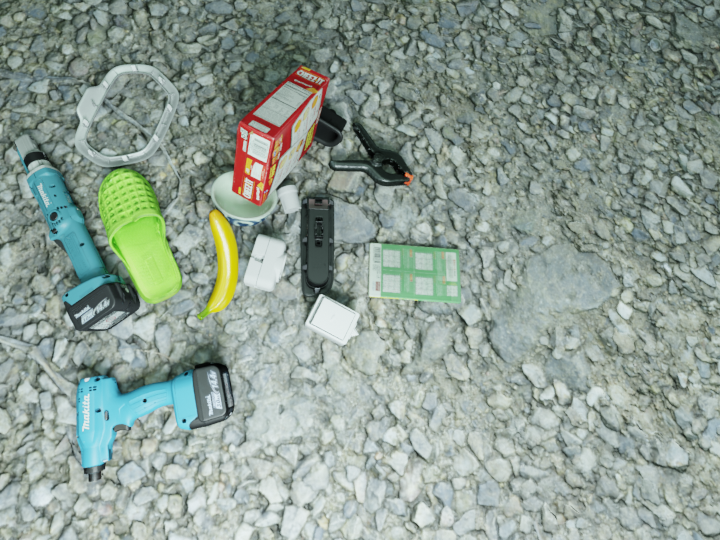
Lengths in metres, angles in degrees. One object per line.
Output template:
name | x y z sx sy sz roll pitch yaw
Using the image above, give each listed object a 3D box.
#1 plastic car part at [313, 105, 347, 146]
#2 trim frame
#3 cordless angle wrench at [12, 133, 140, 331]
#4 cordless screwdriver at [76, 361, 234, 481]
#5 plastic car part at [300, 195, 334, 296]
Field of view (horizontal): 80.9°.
plastic car part | -0.080 -0.312 0.880 0.116 0.066 0.071 28 60 -1
trim frame | -0.481 -0.323 0.867 0.185 0.027 0.250 16 75 1
cordless angle wrench | -0.540 -0.089 0.771 0.098 0.072 0.434 -35 75 1
cordless screwdriver | -0.335 0.240 0.691 0.248 0.073 0.162 -9 76 -3
plastic car part | -0.078 -0.051 0.802 0.065 0.067 0.206 3 76 -13
